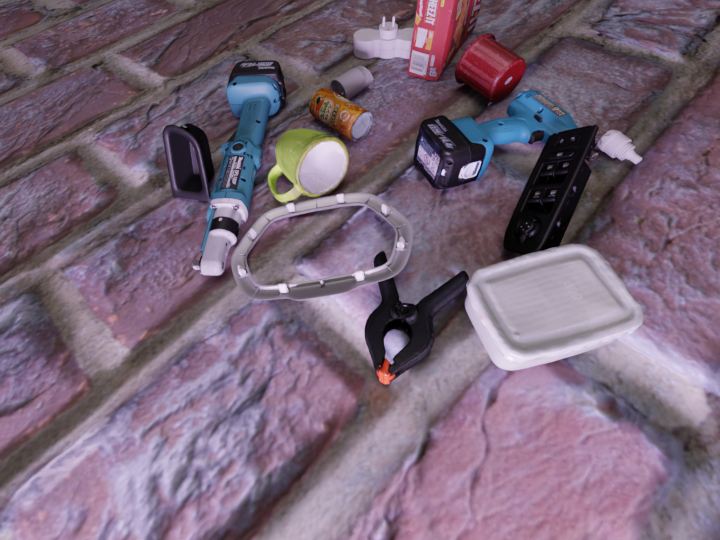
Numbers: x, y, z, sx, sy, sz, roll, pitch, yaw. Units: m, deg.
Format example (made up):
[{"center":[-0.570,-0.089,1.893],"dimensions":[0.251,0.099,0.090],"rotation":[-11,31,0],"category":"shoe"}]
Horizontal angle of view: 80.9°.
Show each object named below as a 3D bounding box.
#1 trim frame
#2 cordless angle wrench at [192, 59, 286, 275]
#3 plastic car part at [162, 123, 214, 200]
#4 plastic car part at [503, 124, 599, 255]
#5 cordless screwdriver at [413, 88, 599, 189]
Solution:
[{"center":[-0.055,-0.036,0.565],"dimensions":[0.251,0.026,0.190],"rotation":[-9,51,5],"category":"trim frame"},{"center":[-0.190,-0.178,0.671],"dimensions":[0.099,0.072,0.434],"rotation":[0,57,3],"category":"cordless angle wrench"},{"center":[-0.258,-0.176,0.657],"dimensions":[0.067,0.113,0.072],"rotation":[8,32,7],"category":"plastic car part"},{"center":[0.253,-0.095,0.558],"dimensions":[0.070,0.064,0.203],"rotation":[12,63,51],"category":"plastic car part"},{"center":[0.218,-0.191,0.641],"dimensions":[0.245,0.072,0.167],"rotation":[-22,56,-15],"category":"cordless screwdriver"}]
